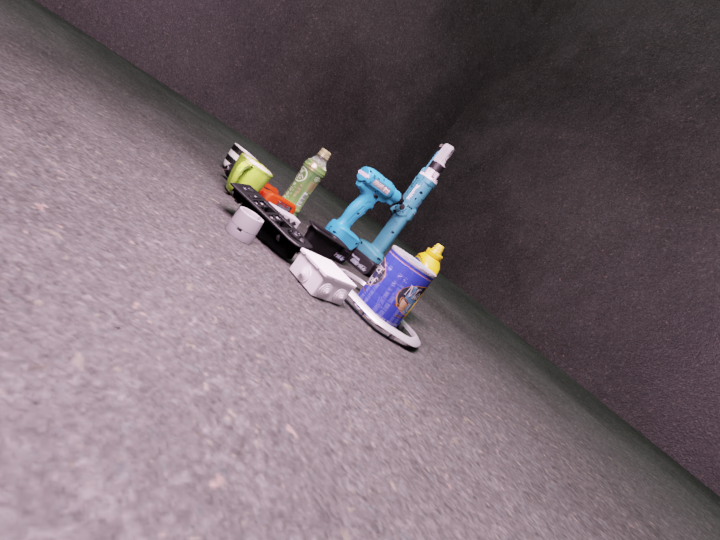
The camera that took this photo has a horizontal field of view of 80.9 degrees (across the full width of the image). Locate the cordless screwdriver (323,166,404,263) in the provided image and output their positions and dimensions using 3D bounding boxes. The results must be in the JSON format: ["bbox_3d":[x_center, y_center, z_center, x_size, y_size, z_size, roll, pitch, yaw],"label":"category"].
[{"bbox_3d":[0.000,-0.134,1.107,0.150,0.249,0.078,28,12,-38],"label":"cordless screwdriver"}]

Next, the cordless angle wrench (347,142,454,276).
[{"bbox_3d":[0.123,-0.170,1.182,0.103,0.423,0.070,42,11,29],"label":"cordless angle wrench"}]

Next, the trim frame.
[{"bbox_3d":[0.026,0.071,0.866,0.263,0.027,0.174,43,12,38],"label":"trim frame"}]

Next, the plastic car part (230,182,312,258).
[{"bbox_3d":[-0.183,-0.092,0.825,0.210,0.067,0.064,38,10,17],"label":"plastic car part"}]

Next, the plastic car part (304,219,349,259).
[{"bbox_3d":[-0.095,-0.062,0.968,0.110,0.071,0.070,27,13,-43],"label":"plastic car part"}]
